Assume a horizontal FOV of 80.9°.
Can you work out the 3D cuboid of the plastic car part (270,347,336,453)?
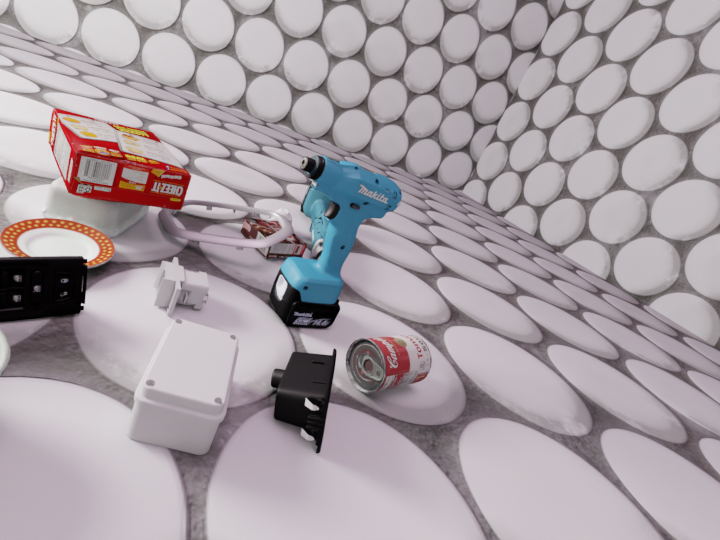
[{"bbox_3d":[-0.065,0.130,0.470,0.071,0.065,0.118,8,18,-2],"label":"plastic car part"}]

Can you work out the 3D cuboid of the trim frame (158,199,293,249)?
[{"bbox_3d":[-0.247,-0.089,0.785,0.246,0.027,0.190,5,30,-6],"label":"trim frame"}]

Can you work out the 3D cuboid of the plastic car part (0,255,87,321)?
[{"bbox_3d":[-0.384,0.013,0.410,0.071,0.066,0.194,25,18,33],"label":"plastic car part"}]

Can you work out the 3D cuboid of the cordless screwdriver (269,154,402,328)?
[{"bbox_3d":[-0.059,-0.039,0.606,0.151,0.248,0.078,16,21,-36],"label":"cordless screwdriver"}]

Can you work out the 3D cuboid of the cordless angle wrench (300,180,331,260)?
[{"bbox_3d":[-0.087,-0.094,0.960,0.072,0.097,0.437,18,25,-18],"label":"cordless angle wrench"}]
